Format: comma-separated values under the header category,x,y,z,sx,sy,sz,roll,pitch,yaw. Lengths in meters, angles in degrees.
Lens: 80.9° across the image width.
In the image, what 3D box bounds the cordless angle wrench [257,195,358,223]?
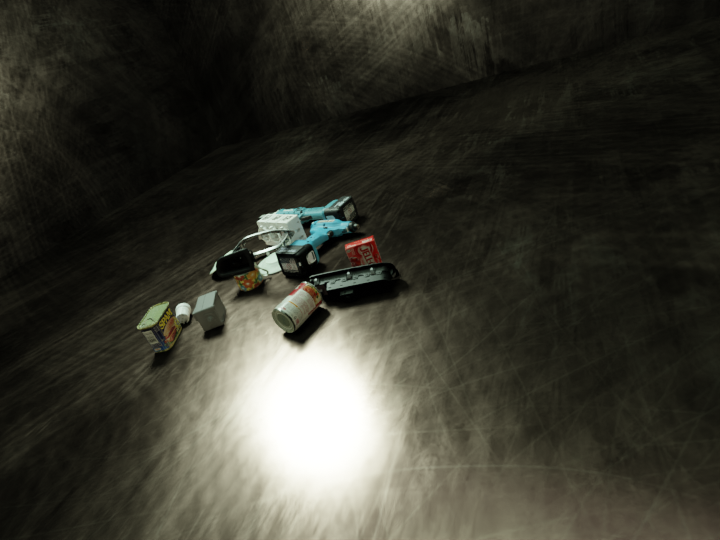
category,x,y,z,sx,sy,sz,roll,pitch,yaw
cordless angle wrench,-0.203,-0.189,1.454,0.444,0.072,0.097,2,35,39

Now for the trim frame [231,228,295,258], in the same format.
category,x,y,z,sx,sy,sz,roll,pitch,yaw
trim frame,-0.289,-0.072,1.234,0.178,0.028,0.253,-12,-7,-26

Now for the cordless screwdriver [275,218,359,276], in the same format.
category,x,y,z,sx,sy,sz,roll,pitch,yaw
cordless screwdriver,-0.118,-0.077,1.203,0.166,0.072,0.246,-1,31,32

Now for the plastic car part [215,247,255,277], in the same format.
category,x,y,z,sx,sy,sz,roll,pitch,yaw
plastic car part,-0.341,-0.026,1.178,0.119,0.065,0.070,-14,13,20

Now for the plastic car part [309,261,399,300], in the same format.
category,x,y,z,sx,sy,sz,roll,pitch,yaw
plastic car part,-0.013,0.028,0.965,0.206,0.063,0.069,-14,38,13
